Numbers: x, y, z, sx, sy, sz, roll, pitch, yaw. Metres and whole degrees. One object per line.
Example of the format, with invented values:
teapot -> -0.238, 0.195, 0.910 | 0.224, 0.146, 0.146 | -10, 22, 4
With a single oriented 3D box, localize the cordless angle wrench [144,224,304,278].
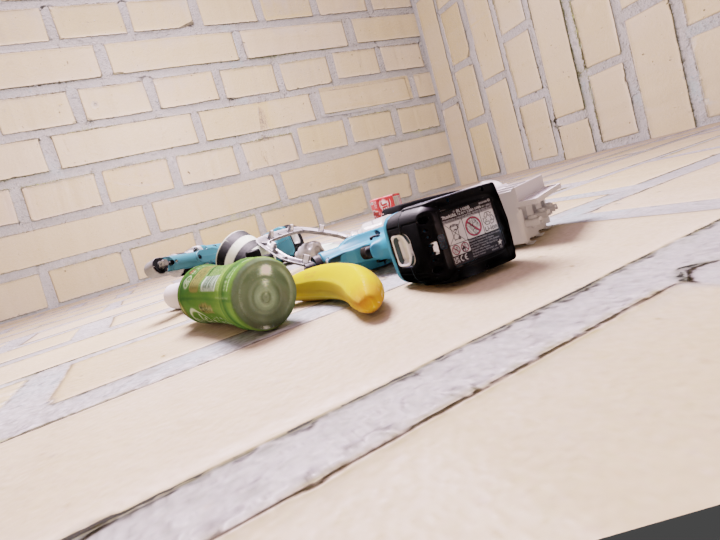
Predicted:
cordless angle wrench -> -0.249, -0.032, 0.832 | 0.100, 0.075, 0.411 | -25, -1, 24

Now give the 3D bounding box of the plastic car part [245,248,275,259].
plastic car part -> -0.143, 0.004, 0.604 | 0.066, 0.070, 0.117 | -17, 5, 0

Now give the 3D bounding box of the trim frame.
trim frame -> -0.073, -0.048, 0.751 | 0.191, 0.027, 0.243 | 17, 18, 18

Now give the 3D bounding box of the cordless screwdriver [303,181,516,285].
cordless screwdriver -> 0.033, -0.025, 0.470 | 0.156, 0.074, 0.255 | -19, 5, -17

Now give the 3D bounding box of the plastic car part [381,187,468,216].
plastic car part -> 0.148, -0.114, 0.872 | 0.203, 0.068, 0.065 | -17, -19, 0
